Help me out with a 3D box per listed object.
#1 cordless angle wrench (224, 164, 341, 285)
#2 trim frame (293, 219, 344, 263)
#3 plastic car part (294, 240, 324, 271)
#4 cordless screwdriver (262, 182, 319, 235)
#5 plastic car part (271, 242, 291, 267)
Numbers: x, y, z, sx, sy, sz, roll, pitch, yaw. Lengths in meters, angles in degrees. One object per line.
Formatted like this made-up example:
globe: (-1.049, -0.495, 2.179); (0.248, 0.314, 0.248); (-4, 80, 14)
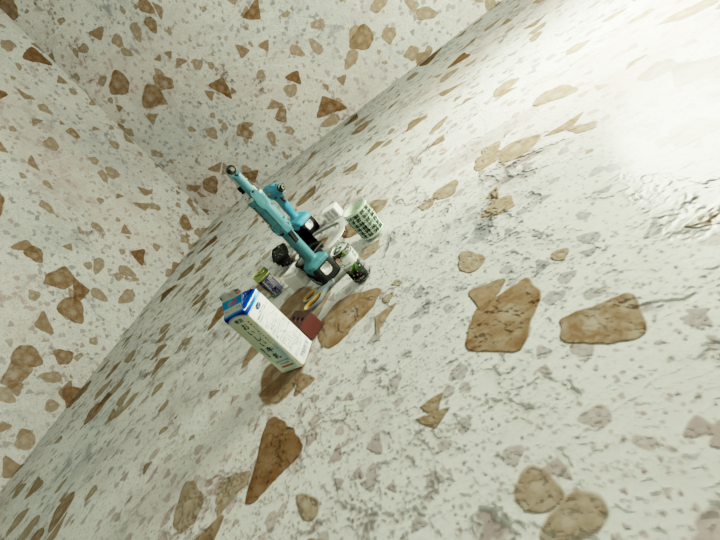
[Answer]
cordless angle wrench: (-0.220, -0.126, 1.165); (0.074, 0.408, 0.102); (-48, 21, -16)
trim frame: (-0.142, -0.093, 1.453); (0.257, 0.026, 0.185); (-19, 33, 40)
plastic car part: (-0.147, -0.028, 1.304); (0.068, 0.068, 0.116); (-14, 36, 49)
cordless screwdriver: (-0.255, -0.230, 1.587); (0.074, 0.240, 0.166); (-50, 23, -21)
plastic car part: (-0.287, -0.056, 1.560); (0.066, 0.064, 0.211); (-42, 24, 0)
